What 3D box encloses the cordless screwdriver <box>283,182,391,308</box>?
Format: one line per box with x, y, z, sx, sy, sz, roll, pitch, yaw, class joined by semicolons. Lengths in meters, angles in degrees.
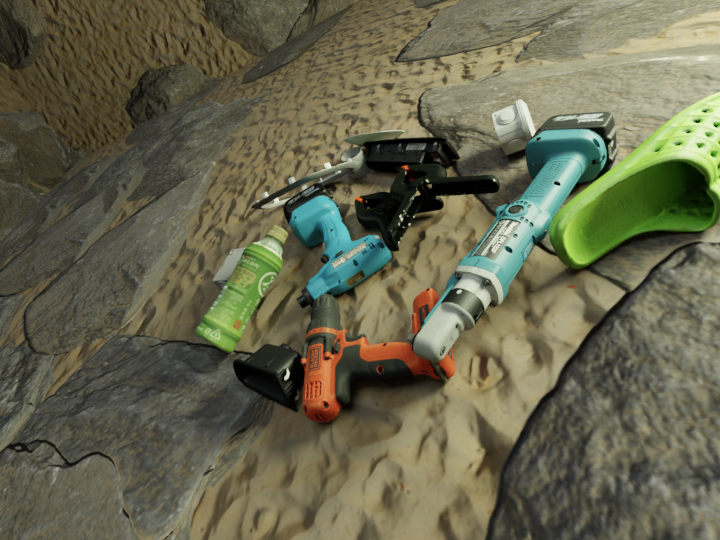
-0.071;-0.047;0.728;0.159;0.070;0.262;-35;41;-2;cordless screwdriver

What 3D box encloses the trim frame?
-0.116;-0.172;0.857;0.256;0.027;0.178;-20;5;36;trim frame

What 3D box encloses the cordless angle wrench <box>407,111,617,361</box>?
0.190;-0.053;0.510;0.103;0.071;0.419;14;52;44;cordless angle wrench

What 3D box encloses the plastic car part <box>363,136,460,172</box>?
0.083;-0.216;0.815;0.215;0.062;0.067;21;87;46;plastic car part

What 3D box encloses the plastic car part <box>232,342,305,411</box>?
-0.119;0.132;0.584;0.123;0.064;0.070;7;37;45;plastic car part
